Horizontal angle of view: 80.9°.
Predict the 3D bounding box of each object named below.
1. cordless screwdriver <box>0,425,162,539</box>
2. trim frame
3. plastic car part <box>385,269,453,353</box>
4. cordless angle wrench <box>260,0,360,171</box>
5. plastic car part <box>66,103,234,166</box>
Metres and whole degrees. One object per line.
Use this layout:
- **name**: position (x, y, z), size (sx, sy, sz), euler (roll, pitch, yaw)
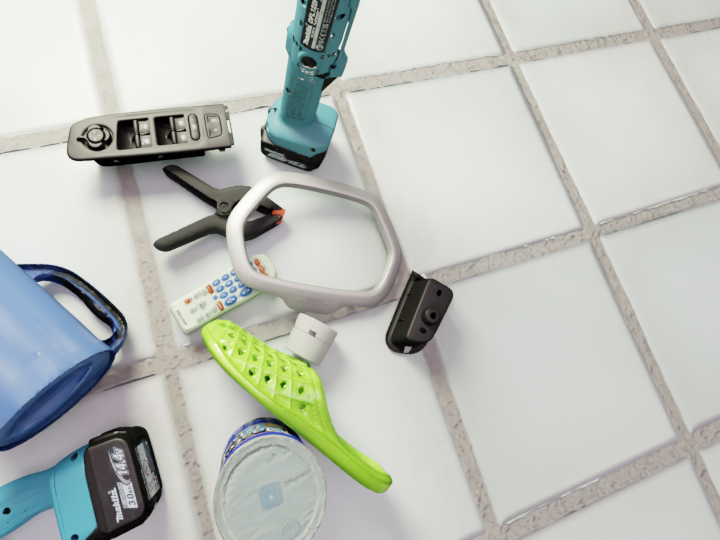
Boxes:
- **cordless screwdriver**: position (-0.336, 0.266, 0.429), size (0.245, 0.074, 0.162), euler (-15, 79, -10)
- **trim frame**: position (-0.055, -0.036, 0.567), size (0.240, 0.028, 0.186), euler (10, 75, -20)
- **plastic car part**: position (0.085, 0.057, 0.563), size (0.066, 0.071, 0.117), euler (29, 69, -4)
- **cordless angle wrench**: position (-0.043, -0.230, 0.430), size (0.096, 0.425, 0.075), euler (20, 74, -10)
- **plastic car part**: position (-0.275, -0.175, 0.561), size (0.198, 0.068, 0.067), euler (-10, 86, -17)
